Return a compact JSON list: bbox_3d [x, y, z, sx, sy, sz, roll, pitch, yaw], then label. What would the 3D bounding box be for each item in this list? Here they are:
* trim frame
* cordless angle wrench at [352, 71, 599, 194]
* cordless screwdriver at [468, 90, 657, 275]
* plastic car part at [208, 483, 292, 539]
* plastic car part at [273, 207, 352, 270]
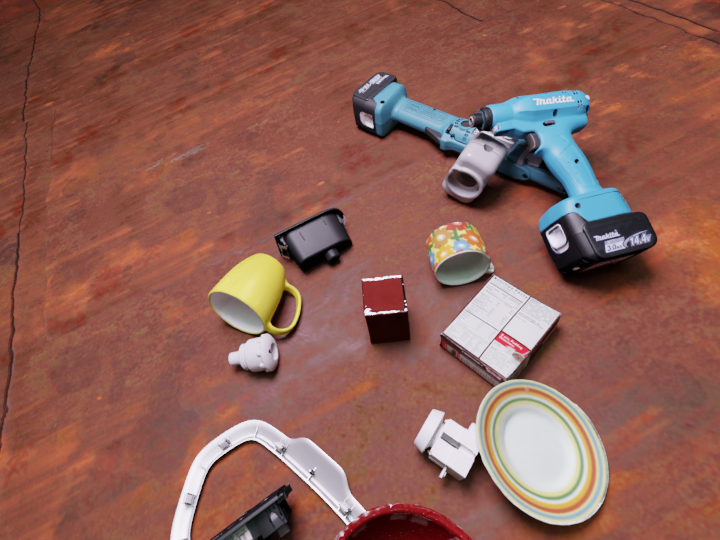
[{"bbox_3d":[-0.093,0.271,0.438,0.262,0.026,0.183,28,65,31],"label":"trim frame"},{"bbox_3d":[0.170,-0.221,0.699,0.445,0.071,0.097,35,69,30],"label":"cordless angle wrench"},{"bbox_3d":[0.246,-0.120,0.544,0.158,0.073,0.255,-9,70,-7],"label":"cordless screwdriver"},{"bbox_3d":[-0.145,0.287,0.397,0.201,0.065,0.068,-29,80,-9],"label":"plastic car part"},{"bbox_3d":[-0.063,-0.041,0.640,0.115,0.064,0.073,-25,68,-9],"label":"plastic car part"}]
